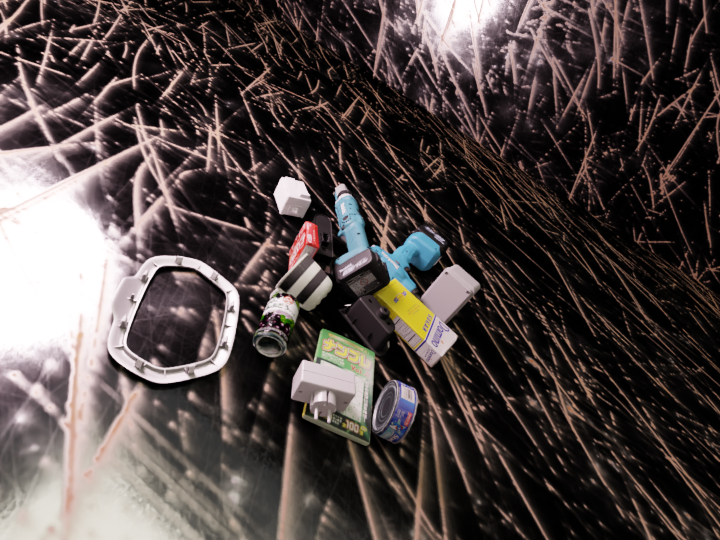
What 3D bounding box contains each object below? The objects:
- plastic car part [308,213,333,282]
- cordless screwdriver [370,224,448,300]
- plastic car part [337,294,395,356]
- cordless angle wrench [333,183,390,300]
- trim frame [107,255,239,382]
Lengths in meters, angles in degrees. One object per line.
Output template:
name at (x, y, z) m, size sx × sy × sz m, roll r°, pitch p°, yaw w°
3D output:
plastic car part at (-0.090, -0.059, 0.916) m, size 0.065 × 0.066 × 0.210 m, roll 9°, pitch 35°, yaw -14°
cordless screwdriver at (0.130, -0.018, 1.016) m, size 0.165 × 0.074 × 0.241 m, roll 44°, pitch 40°, yaw 19°
plastic car part at (0.025, 0.092, 0.792) m, size 0.063 × 0.070 × 0.122 m, roll -9°, pitch 47°, yaw -45°
cordless angle wrench at (-0.022, -0.103, 0.996) m, size 0.071 × 0.099 × 0.439 m, roll 48°, pitch 17°, yaw -33°
trim frame at (-0.277, 0.061, 0.645) m, size 0.179 × 0.027 × 0.257 m, roll 17°, pitch 37°, yaw -17°
